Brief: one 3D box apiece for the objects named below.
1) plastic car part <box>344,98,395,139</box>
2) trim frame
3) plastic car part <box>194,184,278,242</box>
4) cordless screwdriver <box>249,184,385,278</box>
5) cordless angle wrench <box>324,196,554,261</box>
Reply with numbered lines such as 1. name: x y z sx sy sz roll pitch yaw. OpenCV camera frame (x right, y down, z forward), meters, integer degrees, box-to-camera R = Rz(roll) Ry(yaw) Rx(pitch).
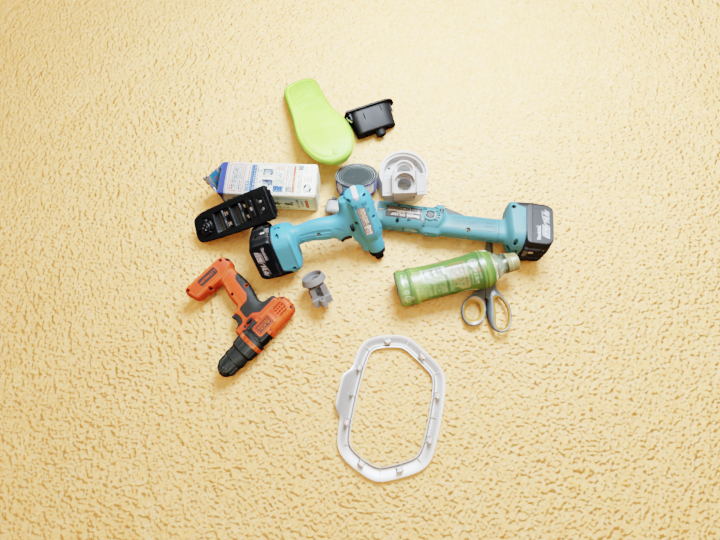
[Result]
1. plastic car part: 0.028 -0.323 0.921 0.116 0.066 0.071 -17 88 -5
2. trim frame: 0.051 0.238 0.749 0.188 0.027 0.250 13 75 10
3. plastic car part: -0.247 -0.111 0.842 0.208 0.066 0.065 -16 105 23
4. cordless screwdriver: -0.080 -0.052 0.815 0.251 0.152 0.077 -20 35 8
5. cordless angle wrench: 0.136 -0.097 0.826 0.432 0.071 0.099 8 65 12
